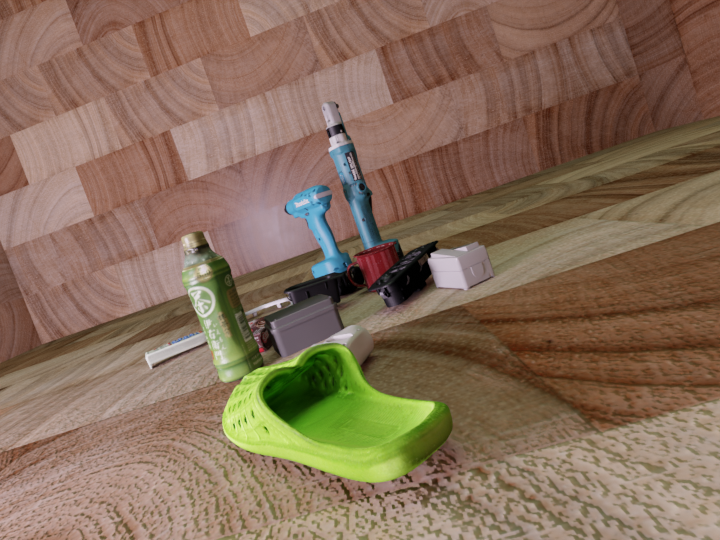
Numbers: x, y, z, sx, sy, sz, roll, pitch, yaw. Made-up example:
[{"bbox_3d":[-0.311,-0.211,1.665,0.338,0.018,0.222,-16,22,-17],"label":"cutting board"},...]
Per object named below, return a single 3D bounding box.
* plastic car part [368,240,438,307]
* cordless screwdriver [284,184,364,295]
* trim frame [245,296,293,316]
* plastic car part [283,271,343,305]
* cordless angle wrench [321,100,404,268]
[{"bbox_3d":[0.081,0.010,0.738,0.069,0.066,0.197,-15,9,37],"label":"plastic car part"},{"bbox_3d":[-0.095,-0.062,0.967,0.072,0.247,0.165,-22,6,-37],"label":"cordless screwdriver"},{"bbox_3d":[-0.221,0.103,0.954,0.183,0.027,0.253,-21,9,-8],"label":"trim frame"},{"bbox_3d":[-0.087,0.052,0.829,0.115,0.070,0.067,-21,6,-14],"label":"plastic car part"},{"bbox_3d":[-0.009,-0.187,0.980,0.095,0.420,0.077,-22,4,-31],"label":"cordless angle wrench"}]
